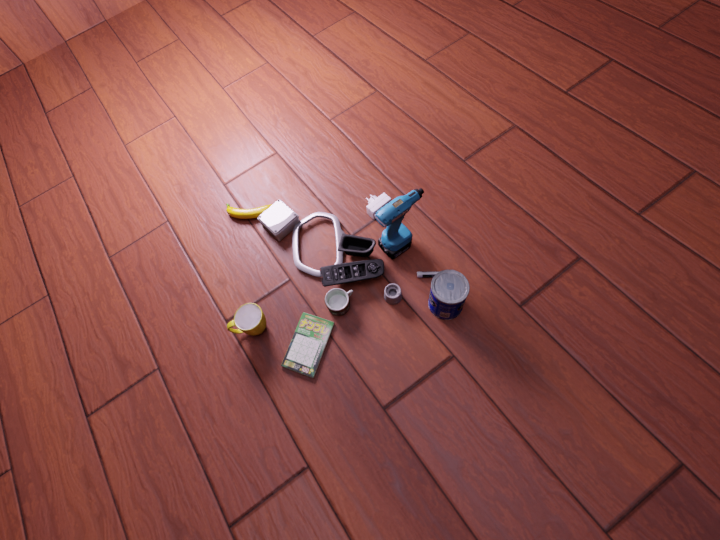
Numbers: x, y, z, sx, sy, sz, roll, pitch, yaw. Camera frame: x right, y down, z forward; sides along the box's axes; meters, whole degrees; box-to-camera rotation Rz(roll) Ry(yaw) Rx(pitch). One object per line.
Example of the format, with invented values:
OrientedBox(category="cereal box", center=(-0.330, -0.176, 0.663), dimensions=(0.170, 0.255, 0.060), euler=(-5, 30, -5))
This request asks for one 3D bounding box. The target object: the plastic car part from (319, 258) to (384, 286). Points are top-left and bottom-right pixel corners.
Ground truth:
OrientedBox(category="plastic car part", center=(-0.023, 0.012, 1.340), dimensions=(0.204, 0.064, 0.068), euler=(-11, 62, 4))

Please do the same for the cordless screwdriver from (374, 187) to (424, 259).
OrientedBox(category="cordless screwdriver", center=(0.124, -0.145, 1.296), dimensions=(0.158, 0.240, 0.078), euler=(-35, 66, -11))

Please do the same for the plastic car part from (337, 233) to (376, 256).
OrientedBox(category="plastic car part", center=(-0.008, -0.071, 1.379), dimensions=(0.120, 0.068, 0.067), euler=(10, 65, 14))

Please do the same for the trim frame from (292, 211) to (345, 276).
OrientedBox(category="trim frame", center=(-0.141, -0.092, 1.438), dimensions=(0.186, 0.026, 0.256), euler=(-9, 62, 5))
